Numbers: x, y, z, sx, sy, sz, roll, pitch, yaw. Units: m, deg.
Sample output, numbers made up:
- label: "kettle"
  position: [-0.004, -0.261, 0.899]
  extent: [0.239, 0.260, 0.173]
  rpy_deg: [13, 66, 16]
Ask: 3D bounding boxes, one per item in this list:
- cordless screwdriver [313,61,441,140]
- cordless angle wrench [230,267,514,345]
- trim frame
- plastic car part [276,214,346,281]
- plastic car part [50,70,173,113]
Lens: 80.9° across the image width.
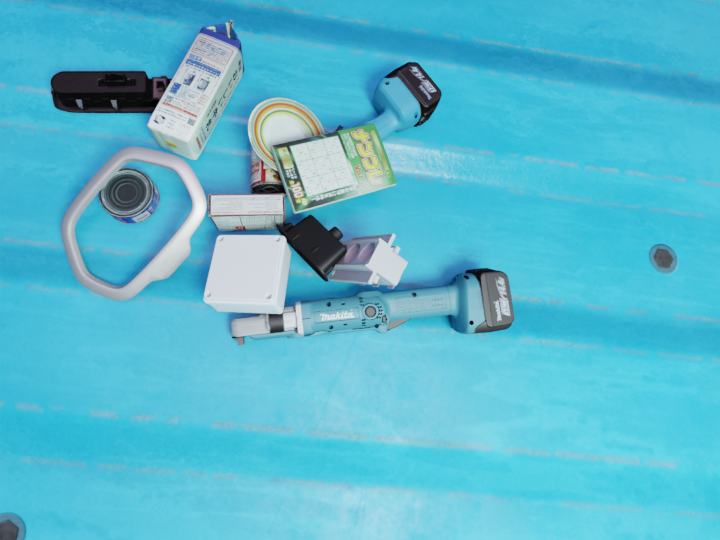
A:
- label: "cordless screwdriver"
  position: [0.004, -0.264, 0.729]
  extent: [0.247, 0.074, 0.161]
  rpy_deg: [-41, 84, -9]
- label: "cordless angle wrench"
  position: [0.013, 0.064, 0.652]
  extent: [0.420, 0.074, 0.098]
  rpy_deg: [-6, 85, -4]
- label: "trim frame"
  position: [-0.341, -0.069, 0.633]
  extent: [0.185, 0.027, 0.249]
  rpy_deg: [43, 94, 2]
- label: "plastic car part"
  position: [-0.063, -0.041, 0.642]
  extent: [0.071, 0.063, 0.123]
  rpy_deg: [-45, 58, -9]
- label: "plastic car part"
  position: [-0.416, -0.299, 0.703]
  extent: [0.202, 0.067, 0.067]
  rpy_deg: [-4, 86, -4]
